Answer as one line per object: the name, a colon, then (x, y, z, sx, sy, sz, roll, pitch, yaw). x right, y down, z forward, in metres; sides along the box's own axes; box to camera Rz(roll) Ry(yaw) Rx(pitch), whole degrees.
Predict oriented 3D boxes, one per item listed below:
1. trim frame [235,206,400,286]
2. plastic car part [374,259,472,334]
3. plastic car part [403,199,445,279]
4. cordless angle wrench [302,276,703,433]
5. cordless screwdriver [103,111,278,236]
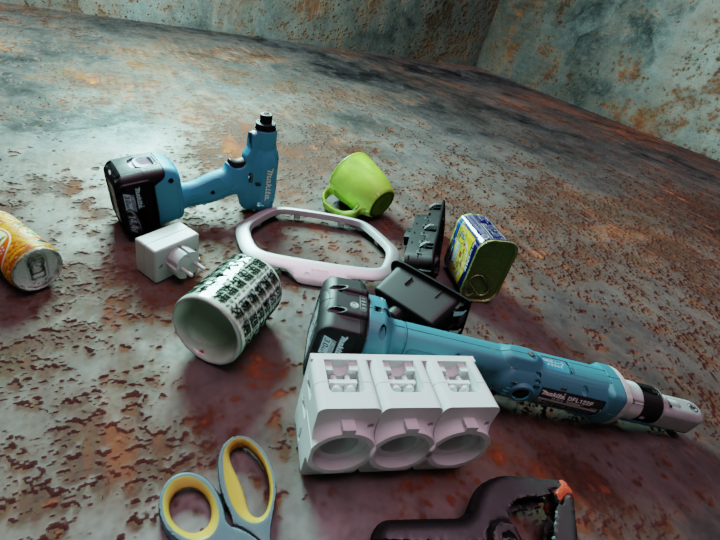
trim frame: (-0.062, -0.040, 0.631, 0.245, 0.027, 0.190, 9, 33, -9)
plastic car part: (0.066, 0.045, 0.527, 0.123, 0.064, 0.070, 31, 51, 30)
plastic car part: (0.101, -0.045, 0.657, 0.068, 0.064, 0.205, 7, 33, 7)
cordless angle wrench: (0.155, 0.106, 0.437, 0.420, 0.096, 0.076, 14, 37, -4)
cordless screwdriver: (-0.229, -0.144, 0.611, 0.240, 0.156, 0.078, -18, 46, -35)
